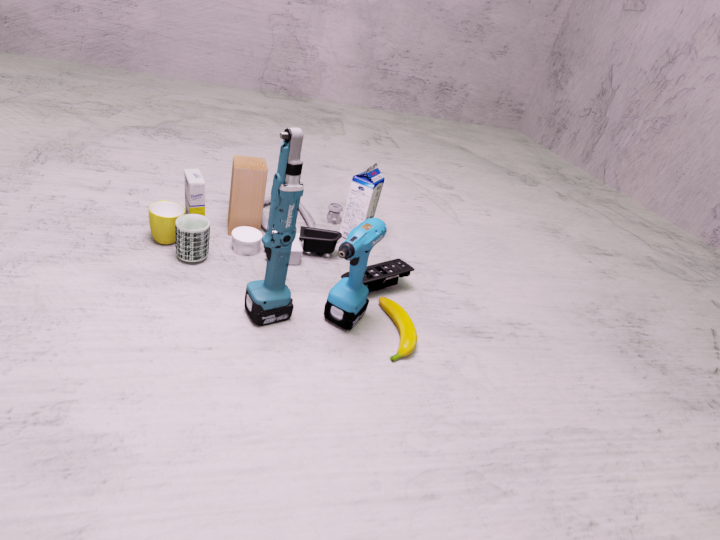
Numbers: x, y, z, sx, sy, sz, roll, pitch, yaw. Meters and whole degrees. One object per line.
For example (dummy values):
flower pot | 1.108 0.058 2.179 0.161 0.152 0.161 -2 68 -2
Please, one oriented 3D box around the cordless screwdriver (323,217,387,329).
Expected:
cordless screwdriver | -0.022 0.017 0.898 0.077 0.244 0.156 27 34 17

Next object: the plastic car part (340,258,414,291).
plastic car part | 0.036 0.020 1.079 0.195 0.066 0.070 -10 39 -31

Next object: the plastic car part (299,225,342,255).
plastic car part | -0.114 -0.075 1.170 0.115 0.069 0.068 9 32 -6

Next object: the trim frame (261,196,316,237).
trim frame | -0.231 -0.168 1.314 0.178 0.027 0.262 -4 36 -24

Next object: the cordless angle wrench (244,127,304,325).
cordless angle wrench | -0.159 -0.074 0.835 0.094 0.415 0.078 -8 39 -33
